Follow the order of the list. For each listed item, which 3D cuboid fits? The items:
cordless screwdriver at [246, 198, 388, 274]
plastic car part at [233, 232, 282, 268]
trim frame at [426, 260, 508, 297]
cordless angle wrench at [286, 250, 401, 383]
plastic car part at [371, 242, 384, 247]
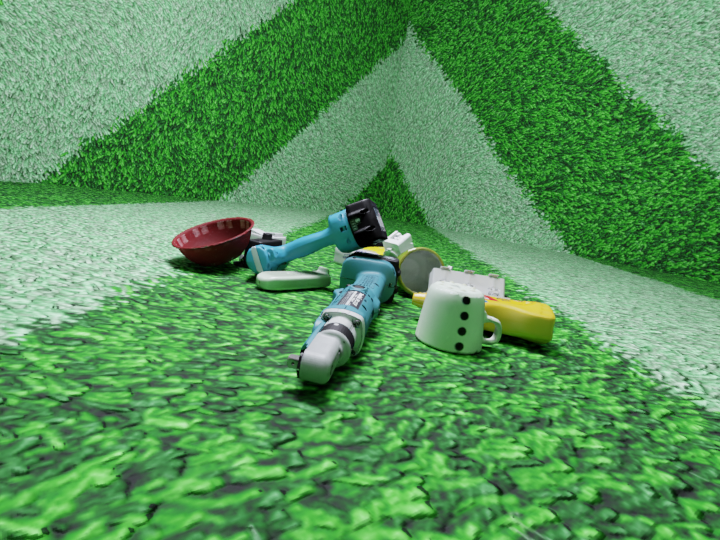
[{"bbox_3d":[-0.077,-0.051,0.792,0.252,0.075,0.156,-19,-3,9],"label":"cordless screwdriver"},{"bbox_3d":[-0.203,-0.044,0.889,0.069,0.070,0.113,12,14,22],"label":"plastic car part"},{"bbox_3d":[0.200,0.011,0.901,0.175,0.027,0.261,21,3,-31],"label":"trim frame"},{"bbox_3d":[-0.008,0.046,0.565,0.100,0.073,0.419,9,13,7],"label":"cordless angle wrench"},{"bbox_3d":[0.036,-0.062,1.204,0.205,0.067,0.065,12,2,6],"label":"plastic car part"}]
